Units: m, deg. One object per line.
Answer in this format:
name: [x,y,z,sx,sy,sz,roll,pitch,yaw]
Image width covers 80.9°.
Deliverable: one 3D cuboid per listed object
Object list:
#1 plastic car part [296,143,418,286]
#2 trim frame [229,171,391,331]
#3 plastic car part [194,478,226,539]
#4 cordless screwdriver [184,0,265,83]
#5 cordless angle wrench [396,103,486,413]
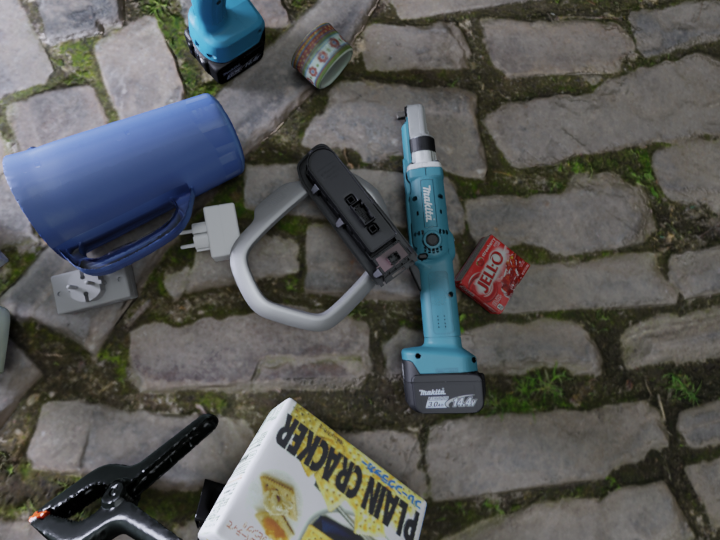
plastic car part: [-0.012,-0.079,0.533,0.066,0.065,0.207,-37,79,1]
trim frame: [-0.054,-0.036,0.557,0.183,0.028,0.246,45,66,-3]
plastic car part: [-0.145,0.309,0.499,0.115,0.067,0.071,24,94,-9]
cordless screwdriver: [-0.152,-0.337,0.497,0.158,0.250,0.074,-40,94,-8]
cordless angle wrench: [0.094,-0.035,0.577,0.099,0.072,0.429,-5,77,7]
